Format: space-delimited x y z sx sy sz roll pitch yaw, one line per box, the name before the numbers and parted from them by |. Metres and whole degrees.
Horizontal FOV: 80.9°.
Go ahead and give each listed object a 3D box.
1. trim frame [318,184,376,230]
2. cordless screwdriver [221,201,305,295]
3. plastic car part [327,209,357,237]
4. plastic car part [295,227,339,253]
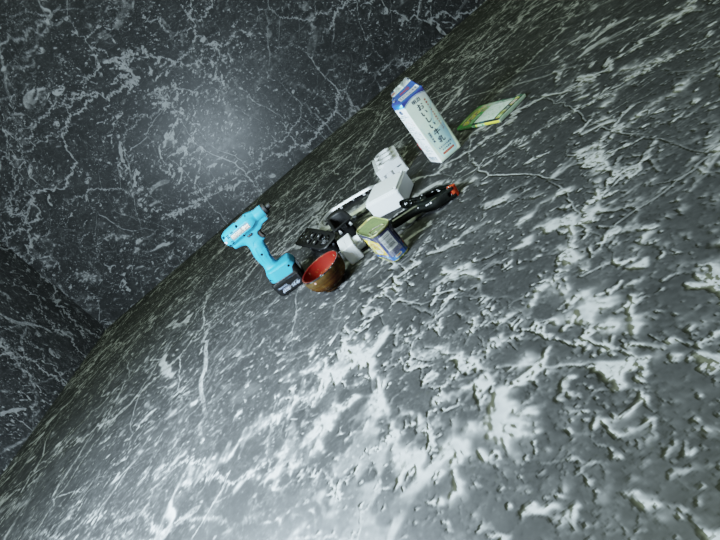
trim frame | -0.039 -0.200 1.364 0.254 0.026 0.187 -28 27 28
cordless screwdriver | -0.244 -0.060 1.170 0.160 0.240 0.076 -39 19 7
plastic car part | -0.045 -0.122 1.187 0.066 0.068 0.121 -41 22 2
plastic car part | -0.121 -0.079 1.233 0.066 0.064 0.211 -48 24 -16
